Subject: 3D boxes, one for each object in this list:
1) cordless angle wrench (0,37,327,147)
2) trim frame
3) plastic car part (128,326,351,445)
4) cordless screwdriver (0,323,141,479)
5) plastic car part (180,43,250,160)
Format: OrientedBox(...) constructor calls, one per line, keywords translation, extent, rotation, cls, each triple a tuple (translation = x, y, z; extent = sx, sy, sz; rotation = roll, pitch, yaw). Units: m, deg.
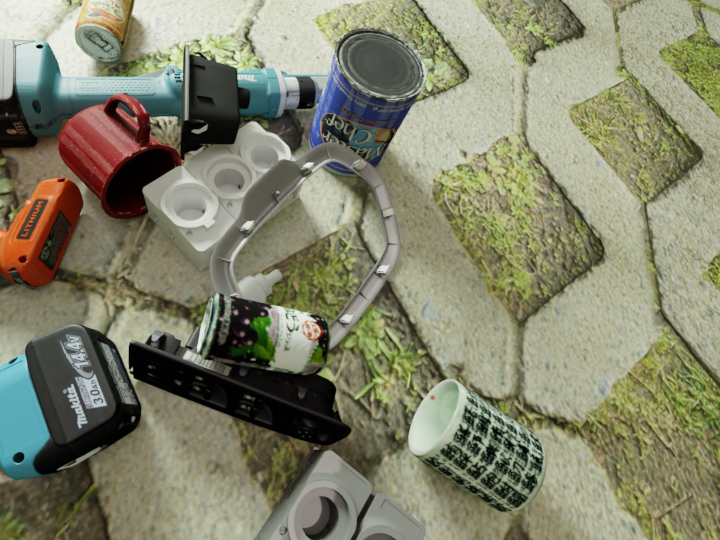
OrientedBox(translation=(-0.203, -0.211, 0.503), extent=(0.411, 0.074, 0.101), rotation=(-9, 70, -20), cls="cordless angle wrench")
OrientedBox(translation=(-0.044, -0.028, 0.445), extent=(0.179, 0.028, 0.247), rotation=(48, 63, -15), cls="trim frame")
OrientedBox(translation=(-0.105, 0.103, 0.388), extent=(0.203, 0.066, 0.067), rotation=(25, 37, -1), cls="plastic car part")
OrientedBox(translation=(-0.292, 0.150, 0.305), extent=(0.244, 0.074, 0.163), rotation=(-23, 74, -16), cls="cordless screwdriver")
OrientedBox(translation=(-0.150, -0.177, 0.437), extent=(0.068, 0.067, 0.119), rotation=(5, 67, -23), cls="plastic car part")
